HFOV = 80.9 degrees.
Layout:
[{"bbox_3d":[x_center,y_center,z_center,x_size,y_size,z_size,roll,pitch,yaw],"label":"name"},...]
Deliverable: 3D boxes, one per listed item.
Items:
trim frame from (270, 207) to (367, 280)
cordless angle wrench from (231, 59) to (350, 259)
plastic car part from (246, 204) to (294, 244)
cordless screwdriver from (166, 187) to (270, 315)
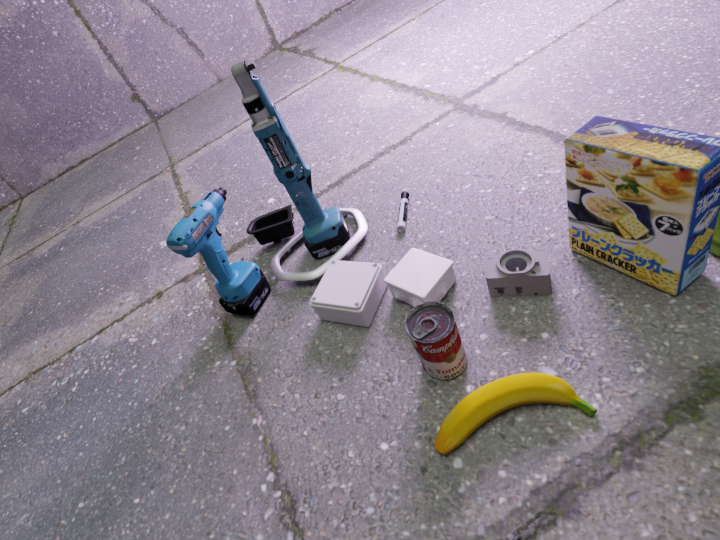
[{"bbox_3d":[-0.092,-0.060,0.941,0.246,0.026,0.195,-45,43,-18],"label":"trim frame"},{"bbox_3d":[-0.134,-0.197,0.816,0.099,0.402,0.077,-19,40,10],"label":"cordless angle wrench"},{"bbox_3d":[-0.205,-0.098,1.012,0.118,0.067,0.068,-21,40,9],"label":"plastic car part"},{"bbox_3d":[-0.266,-0.033,0.850,0.078,0.236,0.160,1,47,30],"label":"cordless screwdriver"}]
